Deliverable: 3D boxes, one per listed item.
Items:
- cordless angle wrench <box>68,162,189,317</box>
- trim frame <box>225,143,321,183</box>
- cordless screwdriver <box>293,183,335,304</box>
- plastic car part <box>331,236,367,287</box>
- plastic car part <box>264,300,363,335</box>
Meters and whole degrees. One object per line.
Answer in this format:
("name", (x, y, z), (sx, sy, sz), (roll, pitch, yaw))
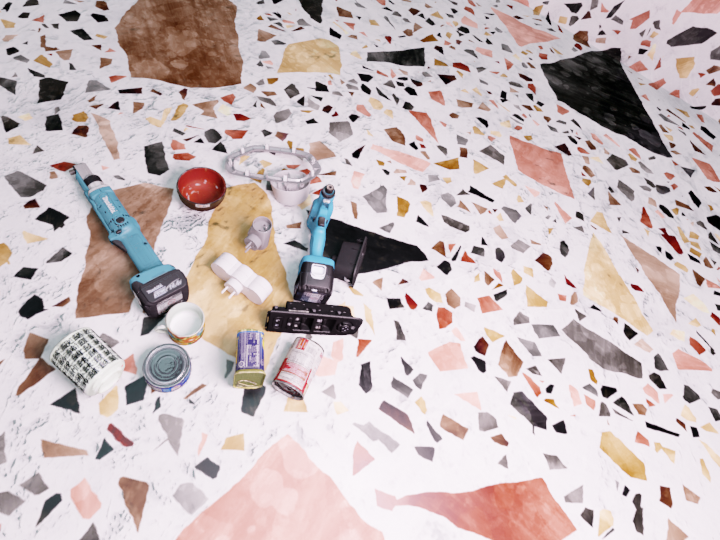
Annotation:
("cordless angle wrench", (-0.511, -0.090, 0.906), (0.096, 0.073, 0.438), (-31, 68, -30))
("trim frame", (-0.223, -0.274, 1.081), (0.251, 0.027, 0.187), (10, 43, 4))
("cordless screwdriver", (-0.092, -0.060, 0.938), (0.073, 0.158, 0.255), (10, 59, -13))
("plastic car part", (-0.032, -0.024, 0.995), (0.073, 0.064, 0.117), (16, 58, 11))
("plastic car part", (-0.098, 0.101, 0.898), (0.200, 0.065, 0.069), (8, 32, -8))
